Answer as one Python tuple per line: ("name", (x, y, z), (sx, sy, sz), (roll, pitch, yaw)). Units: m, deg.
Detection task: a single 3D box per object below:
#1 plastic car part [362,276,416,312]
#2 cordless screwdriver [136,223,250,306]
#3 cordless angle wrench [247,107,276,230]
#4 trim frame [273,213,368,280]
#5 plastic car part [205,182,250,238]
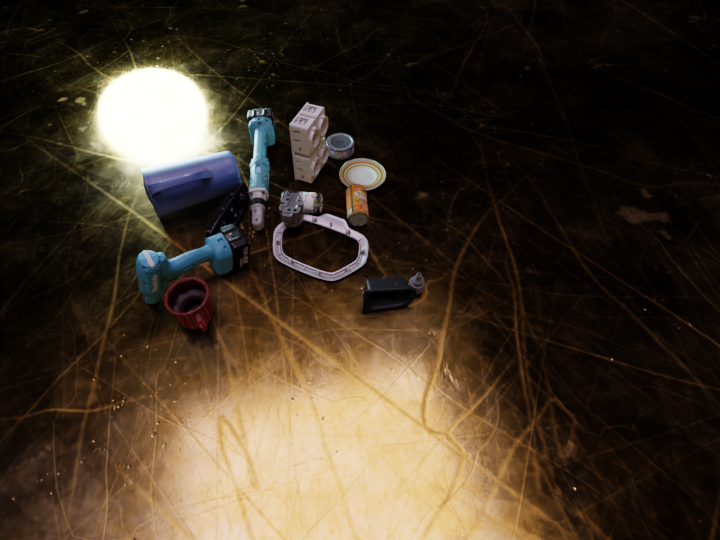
("plastic car part", (0.056, 0.043, 0.939), (0.115, 0.064, 0.074), (-7, 39, -8))
("cordless screwdriver", (-0.377, -0.006, 0.961), (0.241, 0.157, 0.078), (-23, 60, -34))
("cordless angle wrench", (-0.281, -0.289, 1.184), (0.074, 0.094, 0.437), (-6, 56, -1))
("trim frame", (-0.102, -0.067, 1.044), (0.257, 0.026, 0.184), (20, 55, 19))
("plastic car part", (-0.346, -0.143, 1.097), (0.070, 0.063, 0.205), (-2, 50, 31))
